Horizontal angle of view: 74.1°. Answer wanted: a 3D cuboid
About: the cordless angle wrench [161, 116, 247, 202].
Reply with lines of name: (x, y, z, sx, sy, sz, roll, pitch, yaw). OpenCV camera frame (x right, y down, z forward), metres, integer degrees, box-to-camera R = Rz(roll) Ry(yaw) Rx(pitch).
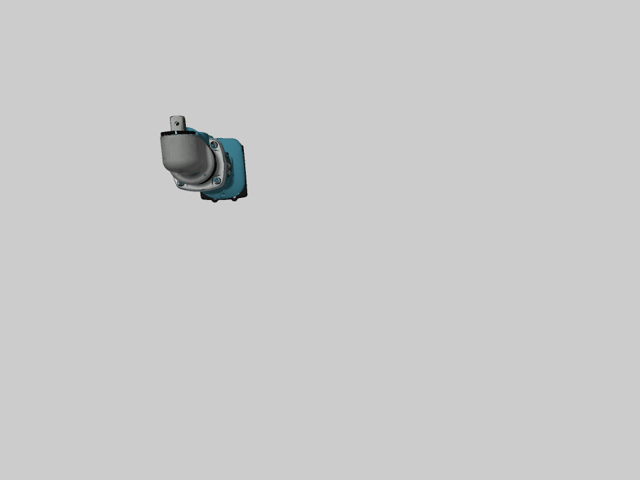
cordless angle wrench: (-0.132, -0.088, 0.508, 0.074, 0.098, 0.422, -4, 8, -8)
